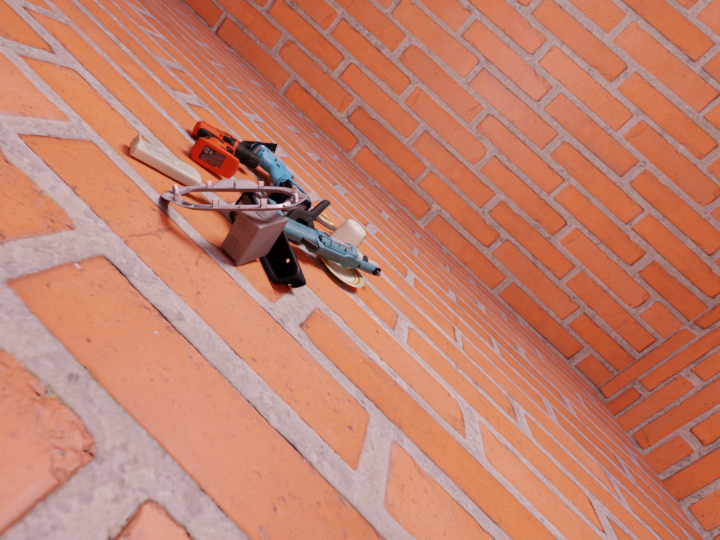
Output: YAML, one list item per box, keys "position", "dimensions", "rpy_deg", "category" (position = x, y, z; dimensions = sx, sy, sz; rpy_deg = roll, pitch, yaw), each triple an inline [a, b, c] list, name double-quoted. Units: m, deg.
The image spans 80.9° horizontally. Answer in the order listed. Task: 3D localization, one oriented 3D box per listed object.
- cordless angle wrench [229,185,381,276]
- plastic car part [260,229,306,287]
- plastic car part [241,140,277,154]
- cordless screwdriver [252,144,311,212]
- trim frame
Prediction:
- position: [-0.093, -0.061, 0.946]
  dimensions: [0.399, 0.075, 0.103]
  rpy_deg: [23, 26, -43]
  category: "cordless angle wrench"
- position: [-0.138, -0.008, 0.788]
  dimensions: [0.122, 0.066, 0.067]
  rpy_deg: [59, 8, 35]
  category: "plastic car part"
- position: [-0.309, -0.360, 1.257]
  dimensions: [0.067, 0.066, 0.203]
  rpy_deg: [32, 17, -4]
  category: "plastic car part"
- position: [-0.202, -0.228, 1.136]
  dimensions: [0.150, 0.075, 0.262]
  rpy_deg: [37, 16, -47]
  category: "cordless screwdriver"
- position: [-0.215, -0.133, 0.736]
  dimensions: [0.243, 0.027, 0.192]
  rpy_deg: [-4, 22, -14]
  category: "trim frame"
